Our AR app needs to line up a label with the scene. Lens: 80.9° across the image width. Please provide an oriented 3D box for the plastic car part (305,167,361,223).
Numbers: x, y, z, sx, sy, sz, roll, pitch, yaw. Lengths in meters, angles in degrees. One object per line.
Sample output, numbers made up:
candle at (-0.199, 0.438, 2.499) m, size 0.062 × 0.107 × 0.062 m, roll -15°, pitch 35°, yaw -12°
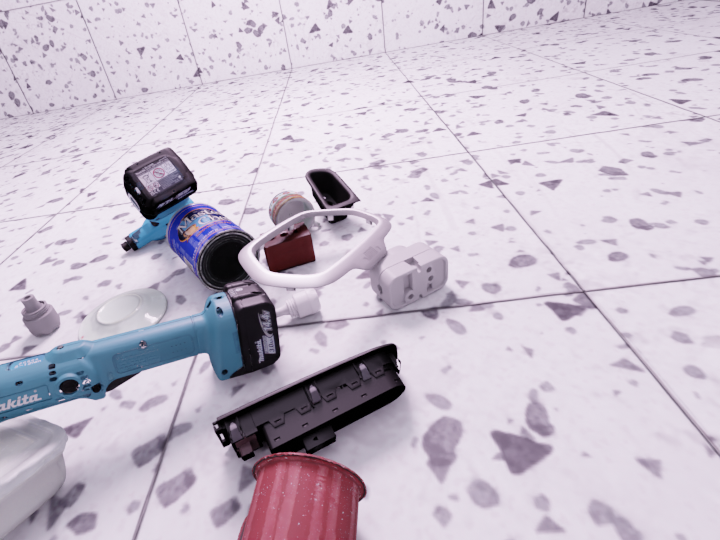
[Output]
plastic car part at (-0.058, -0.133, 0.790) m, size 0.065 × 0.069 × 0.123 m, roll -22°, pitch 52°, yaw -19°

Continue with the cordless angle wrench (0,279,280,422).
cordless angle wrench at (-0.294, 0.106, 0.434) m, size 0.411 × 0.095 × 0.078 m, roll -14°, pitch 24°, yaw -23°

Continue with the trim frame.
trim frame at (-0.058, -0.038, 0.597) m, size 0.193 × 0.027 × 0.244 m, roll 11°, pitch 32°, yaw 27°

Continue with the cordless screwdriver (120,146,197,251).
cordless screwdriver at (-0.361, -0.106, 0.738) m, size 0.157 × 0.074 × 0.252 m, roll -39°, pitch 4°, yaw -22°

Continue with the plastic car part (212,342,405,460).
plastic car part at (-0.037, 0.133, 0.418) m, size 0.199 × 0.064 × 0.071 m, roll -25°, pitch 47°, yaw -20°
